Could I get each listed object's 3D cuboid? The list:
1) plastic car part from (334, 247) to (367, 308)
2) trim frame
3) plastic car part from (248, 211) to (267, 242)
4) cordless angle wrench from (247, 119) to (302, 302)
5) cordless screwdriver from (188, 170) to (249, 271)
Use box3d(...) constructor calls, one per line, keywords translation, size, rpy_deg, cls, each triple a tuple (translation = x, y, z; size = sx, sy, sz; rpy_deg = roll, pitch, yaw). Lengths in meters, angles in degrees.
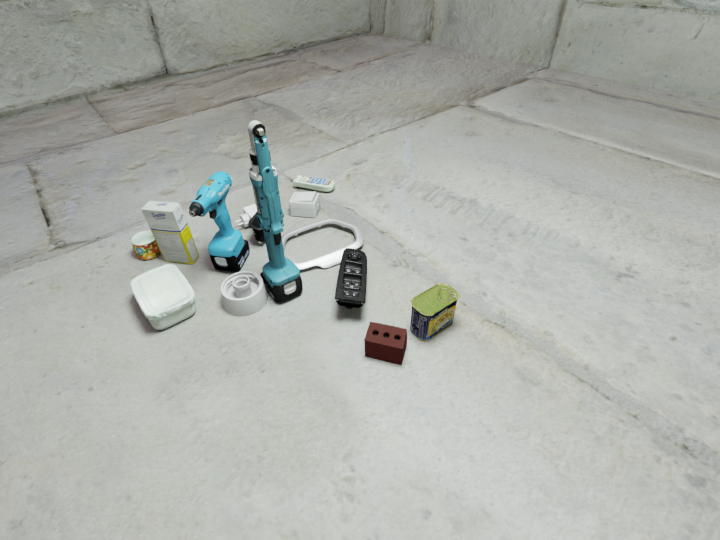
box3d(translation=(-0.018, 0.021, 0.988), size=(0.067, 0.065, 0.208), rpy_deg=(0, 40, 4), cls="plastic car part")
box3d(translation=(-0.112, -0.073, 1.140), size=(0.243, 0.026, 0.195), rpy_deg=(-22, 43, -19), cls="trim frame")
box3d(translation=(-0.269, -0.122, 1.183), size=(0.068, 0.068, 0.117), rpy_deg=(9, 41, 14), cls="plastic car part")
box3d(translation=(-0.191, -0.113, 0.900), size=(0.072, 0.409, 0.104), rpy_deg=(-22, 44, -24), cls="cordless angle wrench")
box3d(translation=(-0.347, -0.100, 1.031), size=(0.076, 0.240, 0.161), rpy_deg=(7, 40, 10), cls="cordless screwdriver")
